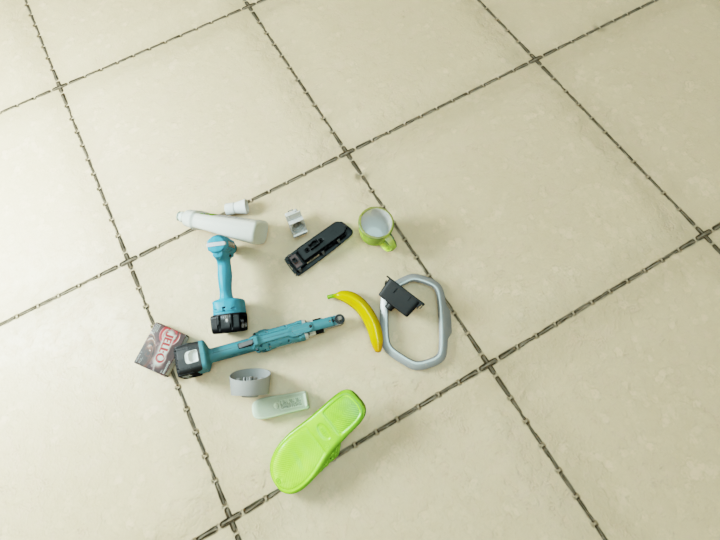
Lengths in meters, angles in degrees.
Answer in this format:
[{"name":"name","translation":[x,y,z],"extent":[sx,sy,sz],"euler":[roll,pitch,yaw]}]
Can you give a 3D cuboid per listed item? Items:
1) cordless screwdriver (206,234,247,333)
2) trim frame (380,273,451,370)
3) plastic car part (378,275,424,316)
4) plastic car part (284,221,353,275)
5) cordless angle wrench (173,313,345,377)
[{"name":"cordless screwdriver","translation":[-0.343,0.036,1.100],"extent":[0.074,0.158,0.250],"euler":[-7,86,-1]},{"name":"trim frame","translation":[0.142,0.128,1.087],"extent":[0.185,0.027,0.254],"euler":[0,68,3]},{"name":"plastic car part","translation":[0.097,0.075,1.072],"extent":[0.120,0.064,0.071],"euler":[35,89,16]},{"name":"plastic car part","translation":[-0.113,-0.074,1.156],"extent":[0.201,0.065,0.069],"euler":[-35,68,-13]},{"name":"cordless angle wrench","translation":[-0.243,0.176,1.060],"extent":[0.419,0.096,0.076],"euler":[-14,72,-7]}]
